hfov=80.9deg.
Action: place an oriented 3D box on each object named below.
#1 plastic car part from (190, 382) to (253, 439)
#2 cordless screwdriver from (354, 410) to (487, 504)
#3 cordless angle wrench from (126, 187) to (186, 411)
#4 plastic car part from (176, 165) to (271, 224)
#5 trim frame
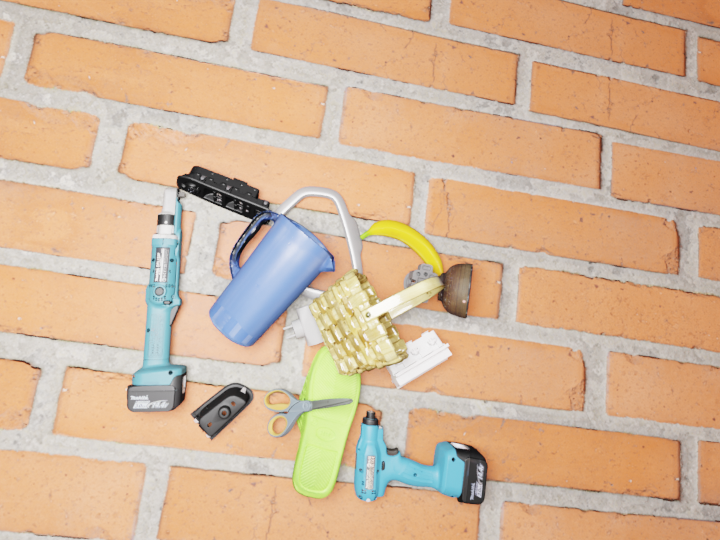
[{"bbox_3d":[-0.260,0.265,0.798,0.116,0.071,0.066,-40,93,-8],"label":"plastic car part"},{"bbox_3d":[0.114,0.366,0.830,0.248,0.074,0.160,4,82,-3],"label":"cordless screwdriver"},{"bbox_3d":[-0.380,0.044,0.816,0.097,0.074,0.427,1,80,-9],"label":"cordless angle wrench"},{"bbox_3d":[-0.273,-0.162,0.859,0.201,0.066,0.068,18,72,-5],"label":"plastic car part"},{"bbox_3d":[-0.087,-0.057,0.886,0.182,0.027,0.251,-15,83,-8],"label":"trim frame"}]
